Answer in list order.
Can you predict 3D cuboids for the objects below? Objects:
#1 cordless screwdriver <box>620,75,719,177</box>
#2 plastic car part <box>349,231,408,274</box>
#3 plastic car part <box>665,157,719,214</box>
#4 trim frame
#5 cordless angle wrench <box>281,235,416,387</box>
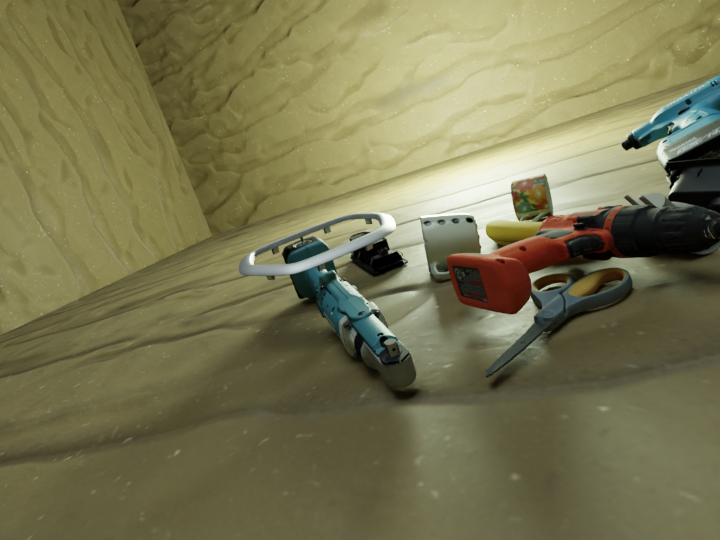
[{"bbox_3d":[0.470,-0.188,0.615,0.163,0.073,0.247,-32,16,44],"label":"cordless screwdriver"},{"bbox_3d":[0.017,-0.041,0.813,0.066,0.066,0.208,-28,13,-9],"label":"plastic car part"},{"bbox_3d":[0.409,-0.086,0.478,0.070,0.064,0.122,-40,23,-18],"label":"plastic car part"},{"bbox_3d":[-0.061,-0.040,0.624,0.243,0.027,0.193,-27,25,-23],"label":"trim frame"},{"bbox_3d":[-0.029,0.038,0.548,0.073,0.095,0.438,-22,19,-12],"label":"cordless angle wrench"}]
